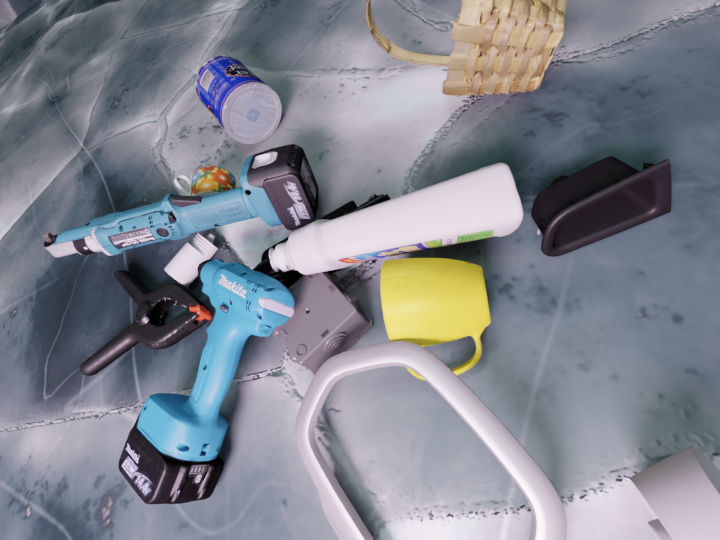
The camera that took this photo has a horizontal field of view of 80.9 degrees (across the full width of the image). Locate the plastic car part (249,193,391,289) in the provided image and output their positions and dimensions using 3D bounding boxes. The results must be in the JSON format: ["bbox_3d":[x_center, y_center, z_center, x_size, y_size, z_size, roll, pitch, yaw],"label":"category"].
[{"bbox_3d":[-0.051,-0.033,0.524,0.204,0.063,0.070,-31,45,8],"label":"plastic car part"}]

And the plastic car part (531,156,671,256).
[{"bbox_3d":[0.221,-0.071,0.415,0.118,0.062,0.073,-24,41,16],"label":"plastic car part"}]

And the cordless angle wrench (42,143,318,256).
[{"bbox_3d":[-0.270,-0.073,0.597,0.431,0.093,0.076,-11,42,14],"label":"cordless angle wrench"}]

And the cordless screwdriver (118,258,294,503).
[{"bbox_3d":[-0.182,0.108,0.477,0.168,0.070,0.249,19,82,41],"label":"cordless screwdriver"}]

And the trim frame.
[{"bbox_3d":[0.041,0.176,0.357,0.184,0.026,0.260,-48,62,9],"label":"trim frame"}]
